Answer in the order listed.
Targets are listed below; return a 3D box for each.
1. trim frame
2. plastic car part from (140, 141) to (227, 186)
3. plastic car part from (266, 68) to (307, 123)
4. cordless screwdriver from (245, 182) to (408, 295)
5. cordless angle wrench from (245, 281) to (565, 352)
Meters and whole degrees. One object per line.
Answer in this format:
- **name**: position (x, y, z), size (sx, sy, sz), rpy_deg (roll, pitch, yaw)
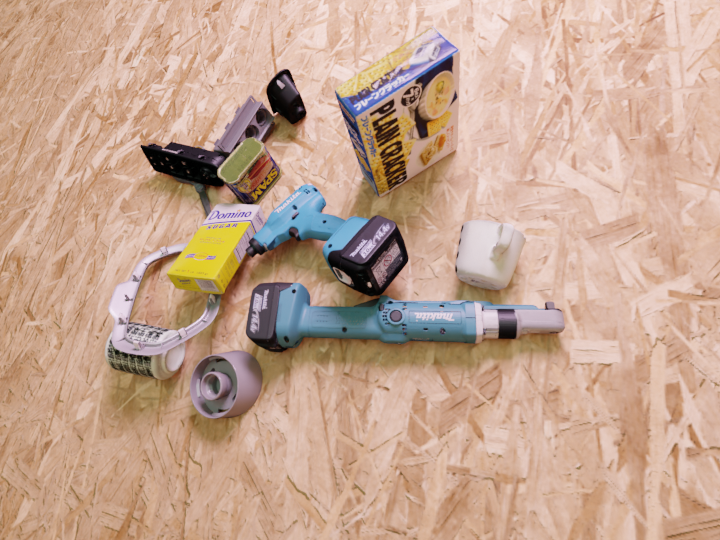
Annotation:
- **trim frame**: position (-0.320, 0.034, 0.702), size (0.184, 0.026, 0.258), rpy_deg (-11, 45, 0)
- **plastic car part**: position (-0.334, -0.212, 0.828), size (0.212, 0.064, 0.066), rpy_deg (21, 50, 26)
- **plastic car part**: position (-0.134, -0.321, 0.808), size (0.066, 0.116, 0.071), rpy_deg (-38, 88, -3)
- **cordless screwdriver**: position (-0.063, -0.041, 0.640), size (0.158, 0.070, 0.263), rpy_deg (-45, 46, -16)
- **cordless angle wrench**: position (0.050, 0.070, 0.594), size (0.433, 0.071, 0.100), rpy_deg (-1, 66, 15)
